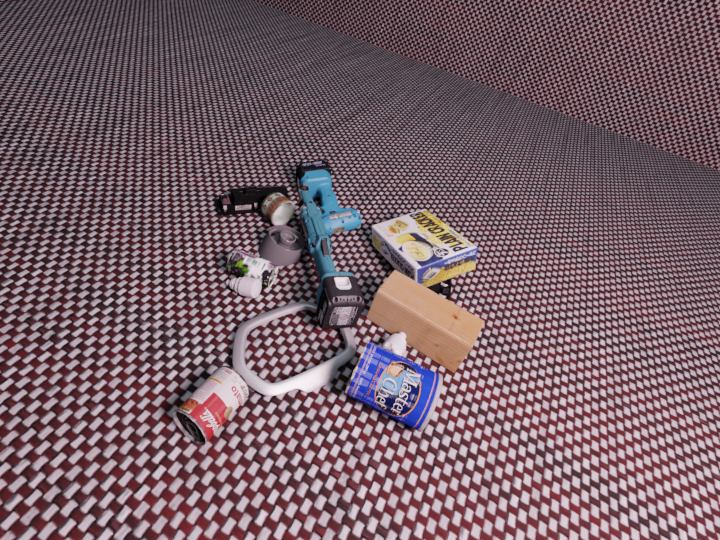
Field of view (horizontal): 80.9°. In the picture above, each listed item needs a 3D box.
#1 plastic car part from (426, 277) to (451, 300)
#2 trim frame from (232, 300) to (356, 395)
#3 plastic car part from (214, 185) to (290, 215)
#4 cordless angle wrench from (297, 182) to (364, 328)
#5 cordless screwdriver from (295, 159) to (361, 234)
[{"bbox_3d":[0.173,0.011,1.014,0.071,0.064,0.120,-2,39,-1],"label":"plastic car part"},{"bbox_3d":[-0.124,0.142,0.802,0.240,0.027,0.194,-19,50,-34],"label":"trim frame"},{"bbox_3d":[-0.273,-0.190,1.105,0.196,0.066,0.070,-5,38,-25],"label":"plastic car part"},{"bbox_3d":[-0.093,-0.061,0.950,0.072,0.096,0.443,-1,42,-21],"label":"cordless angle wrench"},{"bbox_3d":[-0.118,-0.191,1.141,0.156,0.072,0.261,-15,53,-18],"label":"cordless screwdriver"}]
